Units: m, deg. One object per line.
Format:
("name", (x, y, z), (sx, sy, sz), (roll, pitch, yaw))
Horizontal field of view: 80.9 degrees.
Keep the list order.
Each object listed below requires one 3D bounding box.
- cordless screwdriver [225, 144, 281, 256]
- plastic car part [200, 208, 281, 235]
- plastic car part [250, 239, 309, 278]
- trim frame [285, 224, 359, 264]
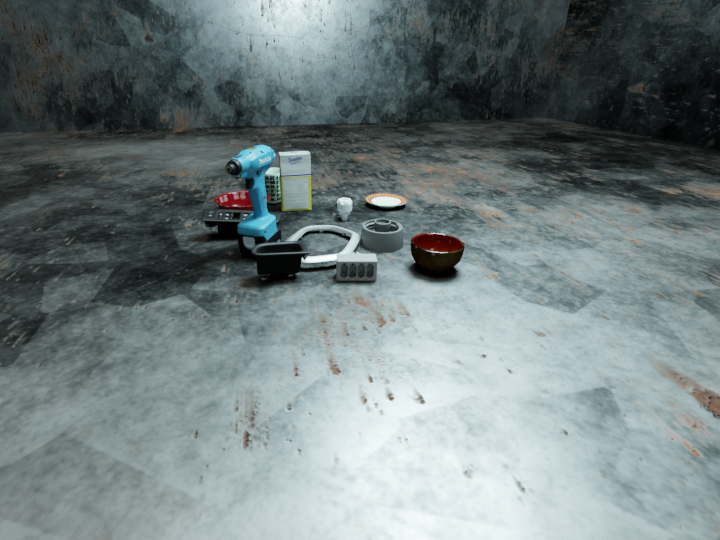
("cordless screwdriver", (-0.243, -0.147, 0.948), (0.077, 0.243, 0.158), (9, 26, 15))
("plastic car part", (-0.307, -0.122, 1.099), (0.201, 0.065, 0.068), (-2, 25, -5))
("plastic car part", (-0.170, -0.019, 0.886), (0.114, 0.069, 0.069), (-7, 26, -15))
("trim frame", (-0.100, -0.066, 1.027), (0.188, 0.027, 0.249), (5, 27, 11))
